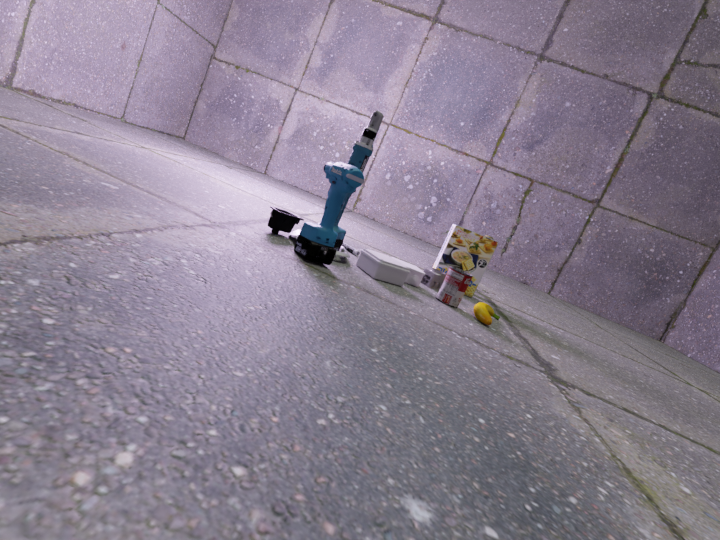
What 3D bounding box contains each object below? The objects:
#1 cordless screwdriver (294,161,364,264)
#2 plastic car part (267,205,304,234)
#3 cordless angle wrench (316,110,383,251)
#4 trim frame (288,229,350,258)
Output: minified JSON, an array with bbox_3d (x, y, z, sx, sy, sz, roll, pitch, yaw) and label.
[{"bbox_3d":[-0.087,-0.149,1.045,0.071,0.248,0.168,17,11,-34],"label":"cordless screwdriver"},{"bbox_3d":[-0.224,-0.135,1.185,0.069,0.070,0.112,27,11,24],"label":"plastic car part"},{"bbox_3d":[-0.031,-0.256,1.219,0.078,0.421,0.094,28,11,26],"label":"cordless angle wrench"},{"bbox_3d":[-0.121,-0.079,1.233,0.181,0.027,0.254,20,11,-11],"label":"trim frame"}]
